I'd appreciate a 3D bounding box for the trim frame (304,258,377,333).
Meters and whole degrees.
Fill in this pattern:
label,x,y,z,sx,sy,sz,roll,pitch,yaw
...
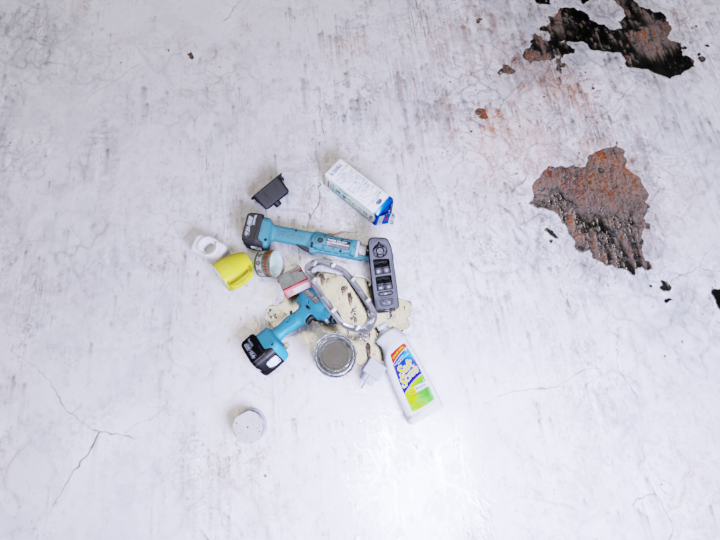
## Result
label,x,y,z,sx,sy,sz,roll,pitch,yaw
trim frame,-0.049,0.059,1.095,0.175,0.027,0.260,-3,50,-46

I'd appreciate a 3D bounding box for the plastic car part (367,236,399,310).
label,x,y,z,sx,sy,sz,roll,pitch,yaw
plastic car part,0.060,0.003,1.136,0.067,0.067,0.199,-6,106,8

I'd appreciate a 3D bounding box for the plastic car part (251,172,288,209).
label,x,y,z,sx,sy,sz,roll,pitch,yaw
plastic car part,-0.256,-0.222,1.243,0.116,0.066,0.071,-44,94,-9

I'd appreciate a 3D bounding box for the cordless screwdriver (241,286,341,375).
label,x,y,z,sx,sy,sz,roll,pitch,yaw
cordless screwdriver,-0.171,0.159,1.077,0.247,0.070,0.169,-44,45,-13

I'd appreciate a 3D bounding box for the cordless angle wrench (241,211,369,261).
label,x,y,z,sx,sy,sz,roll,pitch,yaw
cordless angle wrench,-0.116,-0.076,1.187,0.424,0.073,0.099,11,74,2
